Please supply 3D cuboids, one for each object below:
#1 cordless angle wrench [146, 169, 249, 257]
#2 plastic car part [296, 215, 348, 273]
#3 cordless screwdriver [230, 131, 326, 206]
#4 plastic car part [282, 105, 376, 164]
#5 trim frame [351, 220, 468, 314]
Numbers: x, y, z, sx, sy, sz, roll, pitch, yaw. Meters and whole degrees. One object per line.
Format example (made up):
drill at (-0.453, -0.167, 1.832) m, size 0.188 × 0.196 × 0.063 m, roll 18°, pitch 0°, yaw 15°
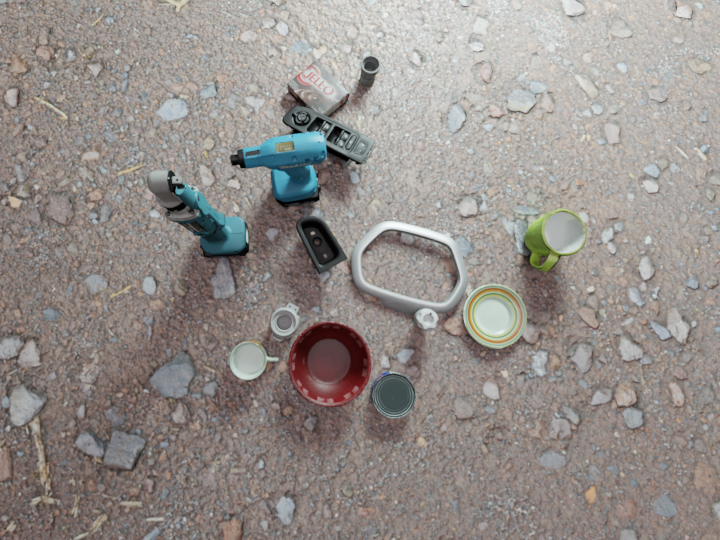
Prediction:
cordless angle wrench at (-0.260, -0.085, 0.695) m, size 0.097 × 0.422 × 0.075 m, roll -4°, pitch 85°, yaw -7°
plastic car part at (-0.085, -0.056, 0.870) m, size 0.065 × 0.070 × 0.118 m, roll -29°, pitch 84°, yaw -7°
cordless screwdriver at (-0.148, -0.185, 0.801) m, size 0.158 × 0.248 × 0.075 m, roll -9°, pitch 85°, yaw -6°
plastic car part at (-0.071, -0.289, 0.911) m, size 0.204 × 0.066 × 0.066 m, roll 29°, pitch 82°, yaw 3°
trim frame at (0.102, -0.004, 0.887) m, size 0.249 × 0.027 × 0.185 m, roll 15°, pitch 81°, yaw 1°
